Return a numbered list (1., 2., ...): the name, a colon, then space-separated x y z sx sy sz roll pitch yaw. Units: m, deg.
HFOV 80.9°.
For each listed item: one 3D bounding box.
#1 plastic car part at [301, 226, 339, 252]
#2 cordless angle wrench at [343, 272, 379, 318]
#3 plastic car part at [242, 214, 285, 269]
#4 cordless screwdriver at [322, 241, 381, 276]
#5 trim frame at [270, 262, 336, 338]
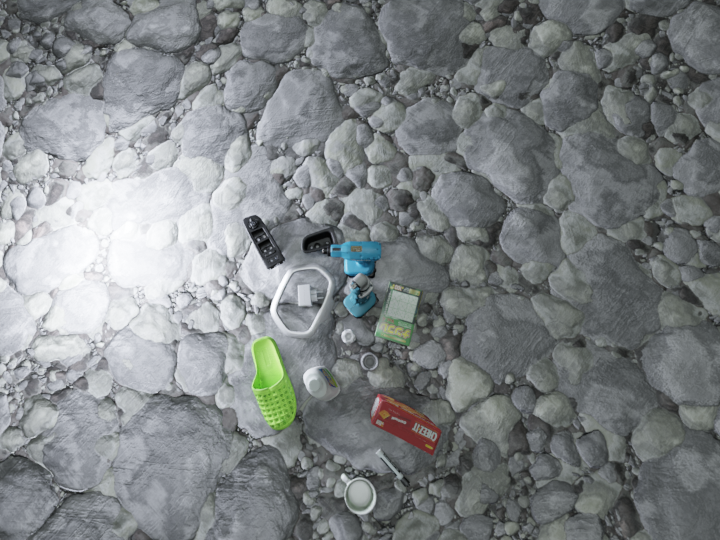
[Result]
1. plastic car part: -0.133 -0.087 1.363 0.116 0.069 0.067 -17 77 0
2. cordless angle wrench: 0.001 0.060 1.133 0.097 0.415 0.076 -42 81 -8
3. plastic car part: -0.316 -0.094 1.384 0.066 0.065 0.208 -31 75 -5
4. cordless screwdriver: -0.024 -0.033 1.248 0.160 0.244 0.075 1 78 2
5. trim frame: -0.179 0.094 1.342 0.188 0.027 0.249 21 78 10
